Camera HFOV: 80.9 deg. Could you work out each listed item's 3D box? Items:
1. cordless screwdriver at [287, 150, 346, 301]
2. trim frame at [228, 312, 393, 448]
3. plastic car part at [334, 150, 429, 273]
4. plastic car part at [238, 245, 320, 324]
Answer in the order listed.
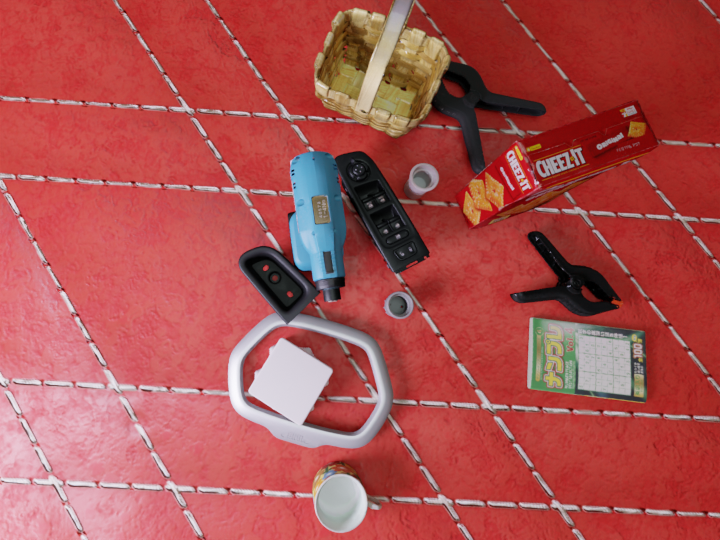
[{"bbox_3d":[-0.054,-0.035,0.547,0.074,0.248,0.161,-8,83,-8],"label":"cordless screwdriver"},{"bbox_3d":[-0.074,0.163,0.623,0.249,0.027,0.185,14,80,1],"label":"trim frame"},{"bbox_3d":[0.025,-0.093,0.652,0.066,0.066,0.206,-27,82,-8],"label":"plastic car part"},{"bbox_3d":[-0.123,0.015,0.626,0.066,0.070,0.118,-43,86,-9],"label":"plastic car part"}]
